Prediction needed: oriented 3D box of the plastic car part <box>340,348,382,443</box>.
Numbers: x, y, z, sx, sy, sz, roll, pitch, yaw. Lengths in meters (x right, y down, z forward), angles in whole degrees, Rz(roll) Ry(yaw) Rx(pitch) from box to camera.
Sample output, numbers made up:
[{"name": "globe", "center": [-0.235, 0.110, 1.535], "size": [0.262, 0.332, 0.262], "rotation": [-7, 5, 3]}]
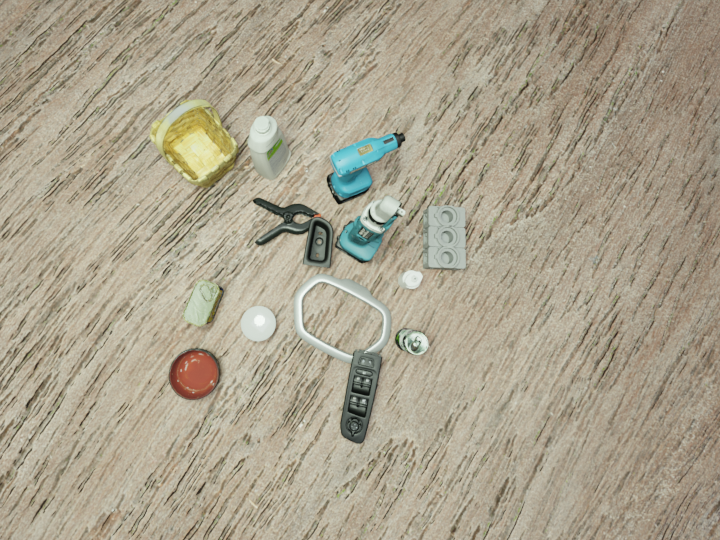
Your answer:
[{"name": "plastic car part", "center": [-0.004, 0.285, 0.970], "size": [0.066, 0.067, 0.204], "rotation": [11, 81, -4]}]

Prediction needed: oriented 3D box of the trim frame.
[{"name": "trim frame", "center": [-0.045, 0.112, 1.014], "size": [0.249, 0.027, 0.184], "rotation": [26, 81, 2]}]

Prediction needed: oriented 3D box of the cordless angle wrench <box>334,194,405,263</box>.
[{"name": "cordless angle wrench", "center": [0.017, -0.084, 0.847], "size": [0.098, 0.423, 0.074], "rotation": [33, 82, -4]}]

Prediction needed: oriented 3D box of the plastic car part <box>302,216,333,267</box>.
[{"name": "plastic car part", "center": [-0.099, -0.065, 1.016], "size": [0.066, 0.071, 0.117], "rotation": [8, 82, -4]}]

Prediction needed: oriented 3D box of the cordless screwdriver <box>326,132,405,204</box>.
[{"name": "cordless screwdriver", "center": [0.004, -0.233, 0.956], "size": [0.158, 0.249, 0.075], "rotation": [-24, 88, -8]}]
